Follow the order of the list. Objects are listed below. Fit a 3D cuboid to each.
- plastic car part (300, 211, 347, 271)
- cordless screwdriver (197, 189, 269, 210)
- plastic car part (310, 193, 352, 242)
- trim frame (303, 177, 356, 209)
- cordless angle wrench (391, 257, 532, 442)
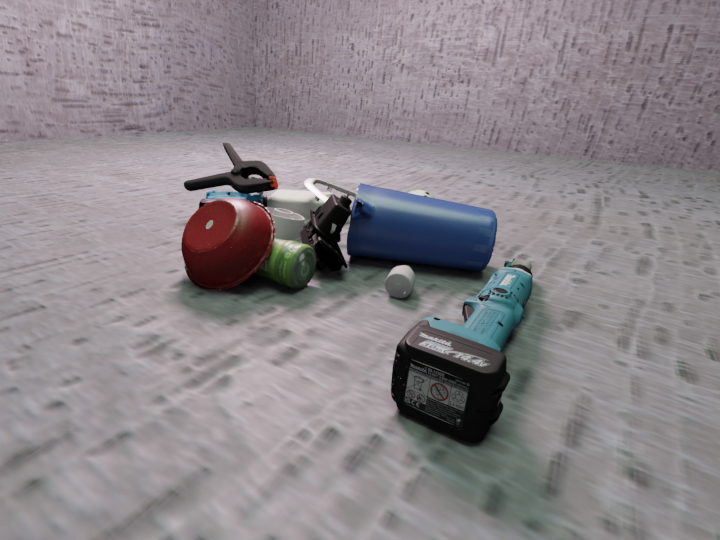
[{"bbox_3d":[-0.074,-0.048,0.753,0.064,0.067,0.209,36,15,-21],"label":"plastic car part"},{"bbox_3d":[-0.271,-0.136,0.934,0.157,0.073,0.257,-2,19,-12],"label":"cordless screwdriver"},{"bbox_3d":[-0.043,-0.096,0.718,0.064,0.071,0.119,33,10,-14],"label":"plastic car part"},{"bbox_3d":[-0.013,-0.145,0.936,0.240,0.027,0.192,16,25,-20],"label":"trim frame"},{"bbox_3d":[0.169,0.050,0.534,0.103,0.073,0.411,15,23,27],"label":"cordless angle wrench"}]
